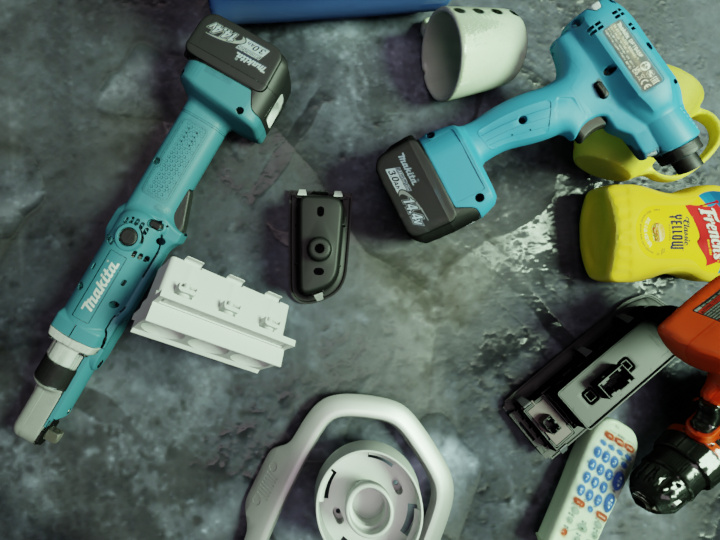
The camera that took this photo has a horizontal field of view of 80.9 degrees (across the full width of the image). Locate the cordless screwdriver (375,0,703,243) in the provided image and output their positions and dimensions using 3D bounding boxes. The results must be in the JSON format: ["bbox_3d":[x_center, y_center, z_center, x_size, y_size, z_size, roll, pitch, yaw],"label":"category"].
[{"bbox_3d":[0.149,-0.102,0.379,0.251,0.073,0.160,-31,86,13],"label":"cordless screwdriver"}]

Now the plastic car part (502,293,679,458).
[{"bbox_3d":[0.240,0.093,0.409,0.202,0.065,0.069,-37,71,-9],"label":"plastic car part"}]

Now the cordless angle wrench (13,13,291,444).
[{"bbox_3d":[-0.207,-0.031,0.401,0.098,0.074,0.423,29,87,-2],"label":"cordless angle wrench"}]

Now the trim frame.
[{"bbox_3d":[-0.017,0.240,0.405,0.184,0.027,0.248,26,87,-1],"label":"trim frame"}]

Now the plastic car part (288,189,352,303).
[{"bbox_3d":[-0.040,-0.026,0.404,0.066,0.071,0.117,2,83,-3],"label":"plastic car part"}]
